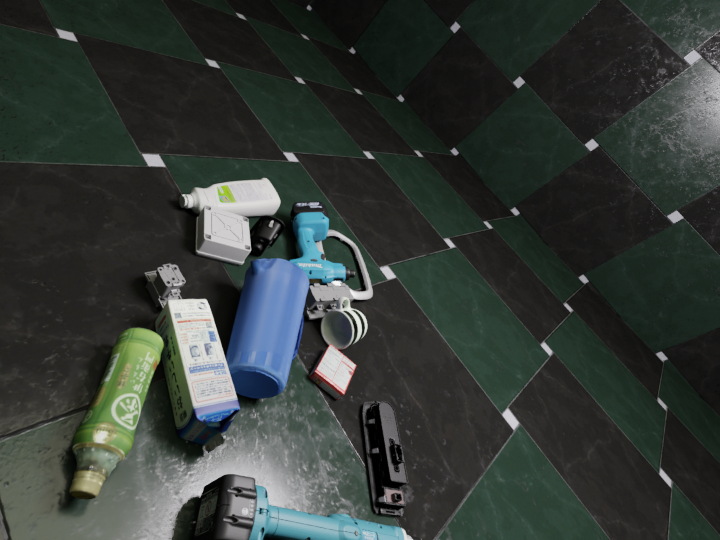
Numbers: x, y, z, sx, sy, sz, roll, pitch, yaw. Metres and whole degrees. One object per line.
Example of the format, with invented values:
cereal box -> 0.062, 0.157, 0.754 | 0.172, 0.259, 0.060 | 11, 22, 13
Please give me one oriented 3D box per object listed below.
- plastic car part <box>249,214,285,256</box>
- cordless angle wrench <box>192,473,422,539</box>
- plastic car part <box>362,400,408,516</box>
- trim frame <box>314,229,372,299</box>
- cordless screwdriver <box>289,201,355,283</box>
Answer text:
plastic car part -> -0.224, -0.072, 0.963 | 0.064, 0.118, 0.071 | 33, 58, -15
cordless angle wrench -> -0.030, 0.391, 0.620 | 0.405, 0.099, 0.077 | 27, 39, -24
plastic car part -> 0.046, 0.332, 0.788 | 0.064, 0.067, 0.211 | 15, 38, -24
trim frame -> -0.045, -0.020, 1.134 | 0.175, 0.028, 0.260 | 17, 36, -33
cordless screwdriver -> -0.103, -0.067, 1.050 | 0.158, 0.072, 0.258 | 0, 46, -6
